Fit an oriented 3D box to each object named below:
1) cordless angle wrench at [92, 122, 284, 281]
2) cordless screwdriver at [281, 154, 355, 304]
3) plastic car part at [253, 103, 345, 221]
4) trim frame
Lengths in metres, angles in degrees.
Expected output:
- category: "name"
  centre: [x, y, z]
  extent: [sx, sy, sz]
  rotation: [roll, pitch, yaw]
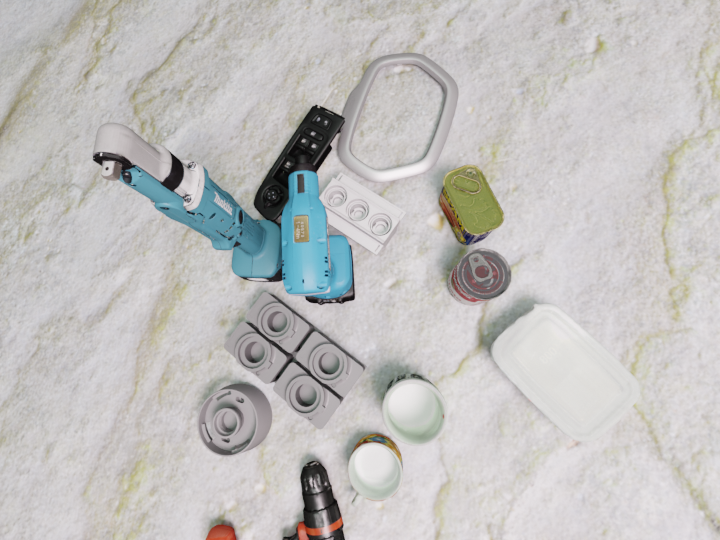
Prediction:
- category: "cordless angle wrench"
  centre: [-0.166, -0.061, 0.500]
  extent: [0.075, 0.413, 0.099]
  rotation: [2, 80, 4]
- category: "cordless screwdriver"
  centre: [-0.055, -0.036, 0.565]
  extent: [0.075, 0.243, 0.161]
  rotation: [-4, 79, 3]
- category: "plastic car part"
  centre: [-0.102, -0.169, 0.694]
  extent: [0.068, 0.065, 0.203]
  rotation: [33, 84, 12]
- category: "trim frame"
  centre: [0.059, -0.259, 0.709]
  extent: [0.188, 0.027, 0.249]
  rotation: [16, 80, 12]
